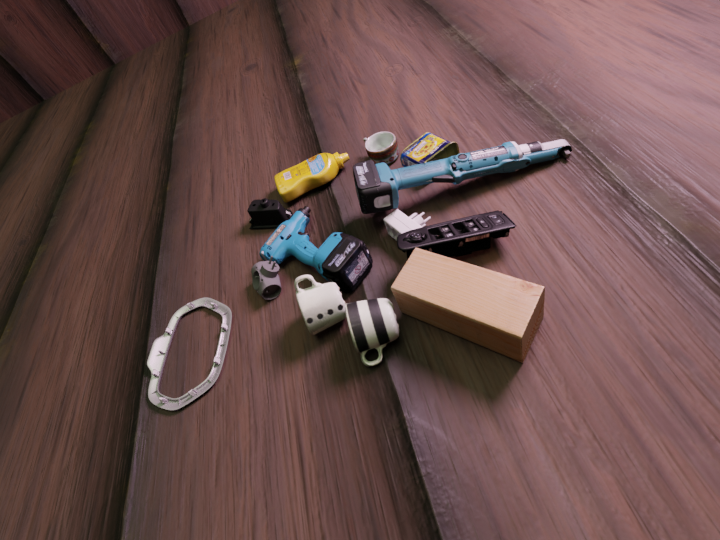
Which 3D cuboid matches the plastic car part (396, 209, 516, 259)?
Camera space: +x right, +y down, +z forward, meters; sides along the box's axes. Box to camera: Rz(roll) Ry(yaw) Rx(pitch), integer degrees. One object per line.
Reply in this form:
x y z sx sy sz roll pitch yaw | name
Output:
0.164 -0.056 0.761 0.203 0.064 0.069 -9 40 0 | plastic car part

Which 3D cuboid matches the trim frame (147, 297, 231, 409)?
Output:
-0.355 0.161 0.871 0.189 0.026 0.256 -12 52 17 | trim frame

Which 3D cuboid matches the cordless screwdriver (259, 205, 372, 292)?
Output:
-0.087 -0.057 0.888 0.263 0.070 0.159 18 64 39 | cordless screwdriver

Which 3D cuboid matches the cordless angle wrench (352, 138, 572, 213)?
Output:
0.200 -0.204 0.845 0.425 0.071 0.102 -11 50 3 | cordless angle wrench

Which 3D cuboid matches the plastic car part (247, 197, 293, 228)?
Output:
-0.224 -0.144 1.020 0.121 0.067 0.067 0 56 28 | plastic car part
